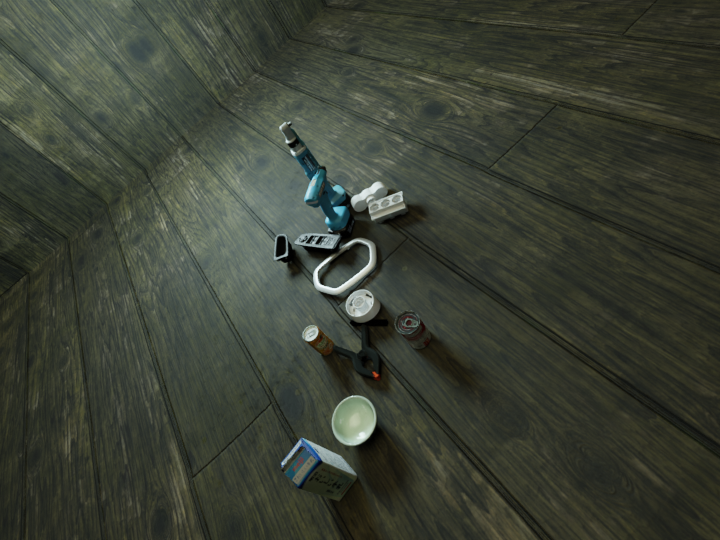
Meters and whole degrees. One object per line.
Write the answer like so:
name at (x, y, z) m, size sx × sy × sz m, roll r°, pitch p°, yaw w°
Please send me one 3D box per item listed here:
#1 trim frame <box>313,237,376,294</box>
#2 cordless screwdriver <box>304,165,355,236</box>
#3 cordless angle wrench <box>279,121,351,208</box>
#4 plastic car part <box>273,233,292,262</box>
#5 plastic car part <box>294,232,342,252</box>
trim frame at (-0.052, -0.016, 1.432) m, size 0.248 × 0.026 × 0.194 m, roll -40°, pitch 46°, yaw 1°
cordless screwdriver at (-0.103, -0.235, 1.481) m, size 0.077 × 0.235 × 0.161 m, roll -4°, pitch 55°, yaw 29°
cordless angle wrench at (-0.163, -0.353, 1.492) m, size 0.098 × 0.400 × 0.078 m, roll -40°, pitch 45°, yaw -1°
plastic car part at (-0.283, -0.076, 1.594) m, size 0.067 × 0.067 × 0.120 m, roll -19°, pitch 49°, yaw 18°
plastic car part at (-0.149, -0.098, 1.528) m, size 0.214 × 0.063 × 0.066 m, roll 10°, pitch 63°, yaw 37°
